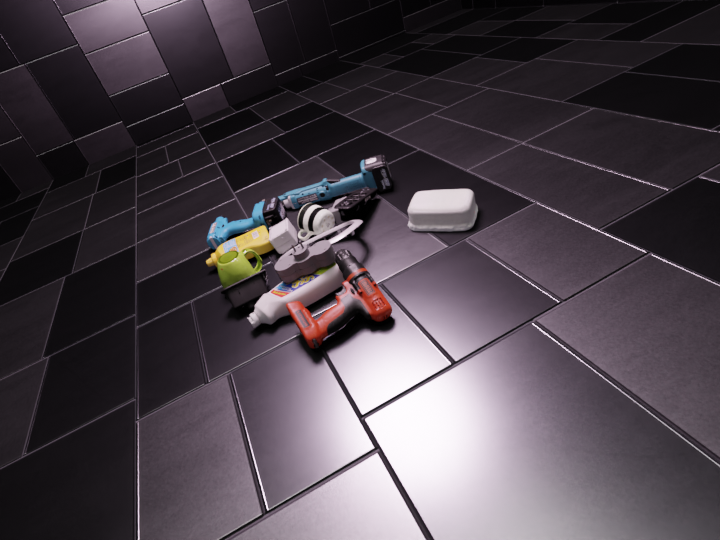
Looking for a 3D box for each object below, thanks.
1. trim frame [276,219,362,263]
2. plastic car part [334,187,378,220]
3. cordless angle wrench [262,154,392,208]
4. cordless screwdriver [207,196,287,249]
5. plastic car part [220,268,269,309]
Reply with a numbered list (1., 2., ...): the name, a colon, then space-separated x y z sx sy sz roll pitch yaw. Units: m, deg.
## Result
1. trim frame: -0.105 -0.069 1.072 0.252 0.027 0.186 -26 16 14
2. plastic car part: -0.014 -0.183 1.179 0.069 0.065 0.199 8 23 22
3. cordless angle wrench: -0.116 -0.251 1.324 0.432 0.094 0.076 -13 35 16
4. cordless screwdriver: -0.357 -0.159 1.325 0.252 0.071 0.165 -18 36 9
5. plastic car part: -0.266 0.056 1.013 0.115 0.065 0.073 -29 76 -14
